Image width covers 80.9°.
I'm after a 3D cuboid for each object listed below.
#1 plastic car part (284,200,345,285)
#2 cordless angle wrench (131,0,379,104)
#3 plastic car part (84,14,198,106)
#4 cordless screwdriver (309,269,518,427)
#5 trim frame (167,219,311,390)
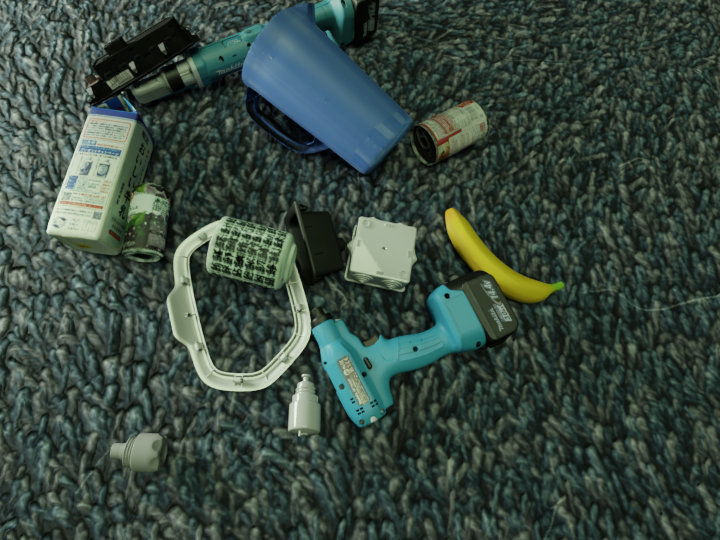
[{"bbox_3d":[-0.059,-0.039,0.608,0.069,0.066,0.119,-14,76,-24],"label":"plastic car part"},{"bbox_3d":[-0.174,-0.370,0.698,0.420,0.096,0.076,-25,74,-7],"label":"cordless angle wrench"},{"bbox_3d":[-0.347,-0.333,0.657,0.204,0.064,0.069,-22,39,5],"label":"plastic car part"},{"bbox_3d":[0.064,0.075,0.564,0.247,0.073,0.163,-28,75,-7],"label":"cordless screwdriver"},{"bbox_3d":[-0.172,0.040,0.590,0.182,0.027,0.254,-17,74,-7],"label":"trim frame"}]
